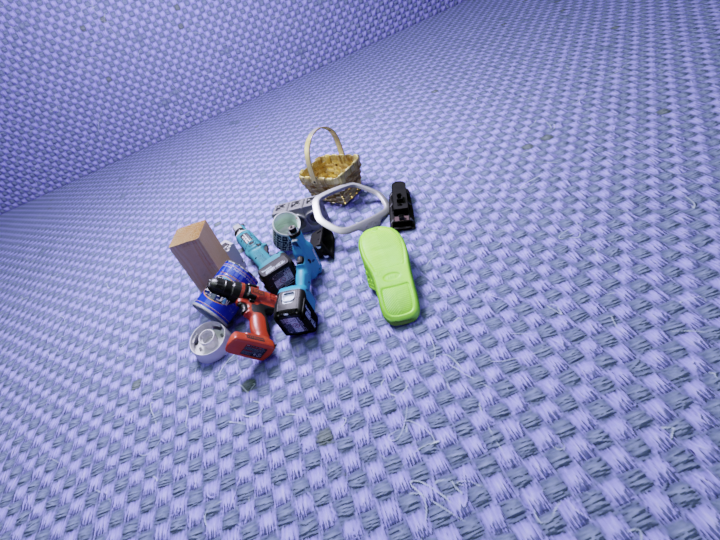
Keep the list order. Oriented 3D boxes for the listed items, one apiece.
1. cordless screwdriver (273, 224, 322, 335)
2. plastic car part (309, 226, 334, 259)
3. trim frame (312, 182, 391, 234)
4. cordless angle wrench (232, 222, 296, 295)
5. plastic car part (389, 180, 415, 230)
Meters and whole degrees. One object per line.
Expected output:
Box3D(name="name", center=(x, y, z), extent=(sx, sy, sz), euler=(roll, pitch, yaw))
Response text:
Box3D(name="cordless screwdriver", center=(-0.148, 0.018, 0.999), extent=(0.076, 0.152, 0.255), euler=(-12, 40, 14))
Box3D(name="plastic car part", center=(-0.115, -0.075, 1.176), extent=(0.072, 0.063, 0.120), euler=(-28, 32, 17))
Box3D(name="trim frame", center=(-0.025, -0.178, 1.202), extent=(0.242, 0.027, 0.193), euler=(-29, 59, -34))
Box3D(name="cordless angle wrench", center=(-0.310, -0.061, 1.254), extent=(0.097, 0.071, 0.447), euler=(-34, 36, -14))
Box3D(name="plastic car part", center=(0.109, -0.190, 1.184), extent=(0.068, 0.064, 0.208), euler=(-12, 35, 13))
